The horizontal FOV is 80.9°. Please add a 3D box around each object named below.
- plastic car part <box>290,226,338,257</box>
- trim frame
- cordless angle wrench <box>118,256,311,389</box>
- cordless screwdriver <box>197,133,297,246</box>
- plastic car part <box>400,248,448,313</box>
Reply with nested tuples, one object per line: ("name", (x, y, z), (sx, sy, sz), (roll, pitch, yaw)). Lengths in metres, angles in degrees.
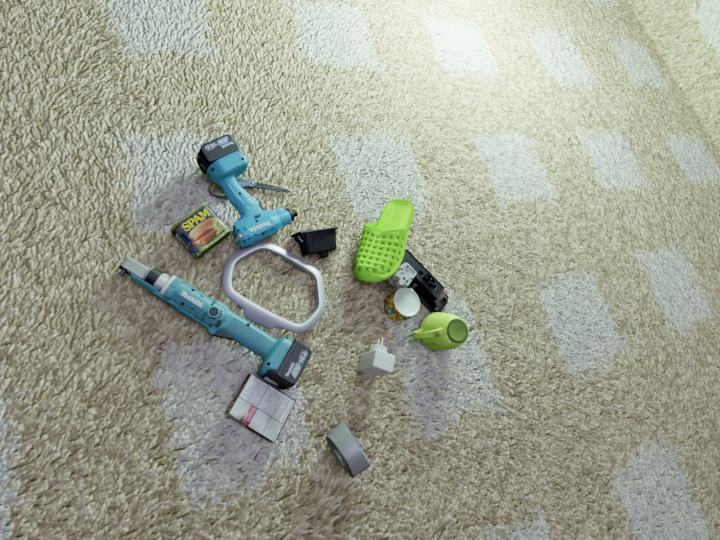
("plastic car part", (-0.099, -0.065, 1.012), (0.112, 0.068, 0.071), (-8, 88, -27))
("trim frame", (-0.190, 0.038, 0.950), (0.244, 0.028, 0.185), (29, 60, -9))
("cordless angle wrench", (-0.301, 0.094, 0.862), (0.421, 0.074, 0.098), (32, 61, -2))
("cordless screwdriver", (-0.261, -0.191, 0.976), (0.155, 0.076, 0.250), (-28, 88, -27))
("plastic car part", (0.145, 0.018, 1.063), (0.205, 0.067, 0.066), (45, 68, 5))
